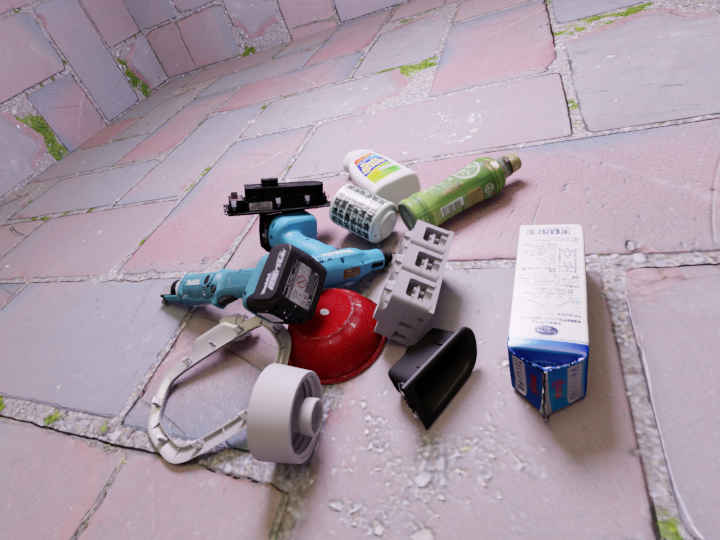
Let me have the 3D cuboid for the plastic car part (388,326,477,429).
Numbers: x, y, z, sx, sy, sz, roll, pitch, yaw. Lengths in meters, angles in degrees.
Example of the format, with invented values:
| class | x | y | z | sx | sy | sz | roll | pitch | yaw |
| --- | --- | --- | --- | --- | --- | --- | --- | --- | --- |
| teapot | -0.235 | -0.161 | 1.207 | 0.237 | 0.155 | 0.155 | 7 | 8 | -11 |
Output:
| class | x | y | z | sx | sy | sz | roll | pitch | yaw |
| --- | --- | --- | --- | --- | --- | --- | --- | --- | --- |
| plastic car part | 0.079 | 0.113 | 0.505 | 0.115 | 0.064 | 0.074 | -42 | 27 | -27 |

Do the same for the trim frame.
| class | x | y | z | sx | sy | sz | roll | pitch | yaw |
| --- | --- | --- | --- | --- | --- | --- | --- | --- | --- |
| trim frame | -0.204 | 0.156 | 0.598 | 0.250 | 0.026 | 0.193 | -33 | 41 | 6 |

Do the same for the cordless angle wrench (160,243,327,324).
| class | x | y | z | sx | sy | sz | roll | pitch | yaw |
| --- | --- | --- | --- | --- | --- | --- | --- | --- | --- |
| cordless angle wrench | -0.232 | 0.029 | 0.699 | 0.442 | 0.070 | 0.099 | -5 | 59 | 44 |

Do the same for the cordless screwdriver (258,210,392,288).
| class | x | y | z | sx | sy | sz | roll | pitch | yaw |
| --- | --- | --- | --- | --- | --- | --- | --- | --- | --- |
| cordless screwdriver | -0.073 | -0.048 | 0.746 | 0.154 | 0.073 | 0.263 | -13 | 29 | -30 |

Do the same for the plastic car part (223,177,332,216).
| class | x | y | z | sx | sy | sz | roll | pitch | yaw |
| --- | --- | --- | --- | --- | --- | --- | --- | --- | --- |
| plastic car part | -0.151 | -0.139 | 0.786 | 0.198 | 0.066 | 0.069 | -3 | 15 | -16 |
